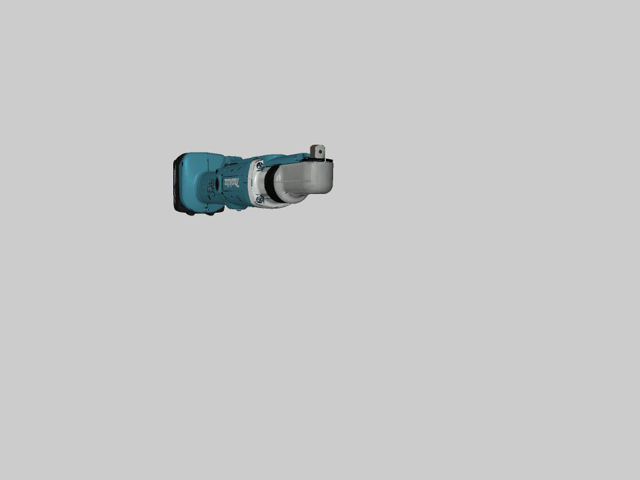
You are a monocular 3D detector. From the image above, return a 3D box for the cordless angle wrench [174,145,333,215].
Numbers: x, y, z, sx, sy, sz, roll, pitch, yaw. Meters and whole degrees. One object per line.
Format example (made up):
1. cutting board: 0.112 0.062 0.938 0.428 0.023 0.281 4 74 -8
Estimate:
1. cordless angle wrench: -0.103 -0.070 0.526 0.074 0.098 0.423 -2 7 -30
